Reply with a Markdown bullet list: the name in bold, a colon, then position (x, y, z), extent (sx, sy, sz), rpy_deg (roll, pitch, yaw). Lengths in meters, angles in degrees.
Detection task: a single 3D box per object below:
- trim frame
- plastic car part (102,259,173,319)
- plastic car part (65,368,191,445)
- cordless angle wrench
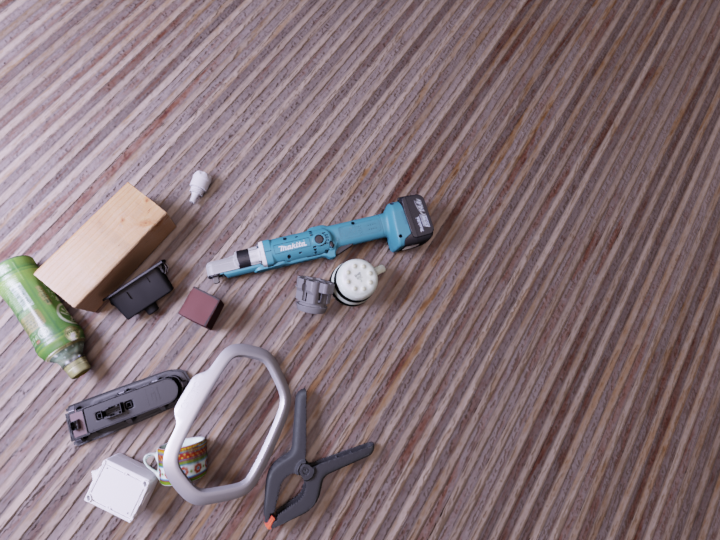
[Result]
- **trim frame**: position (-0.206, 0.240, 0.681), extent (0.177, 0.028, 0.250), rpy_deg (39, 57, -24)
- **plastic car part**: position (-0.375, 0.040, 0.739), extent (0.116, 0.068, 0.070), rpy_deg (-40, 101, -12)
- **plastic car part**: position (-0.378, 0.217, 0.690), extent (0.199, 0.066, 0.068), rpy_deg (-19, 74, -15)
- **cordless angle wrench**: position (-0.078, -0.051, 0.794), extent (0.418, 0.074, 0.100), rpy_deg (-14, 79, -9)
